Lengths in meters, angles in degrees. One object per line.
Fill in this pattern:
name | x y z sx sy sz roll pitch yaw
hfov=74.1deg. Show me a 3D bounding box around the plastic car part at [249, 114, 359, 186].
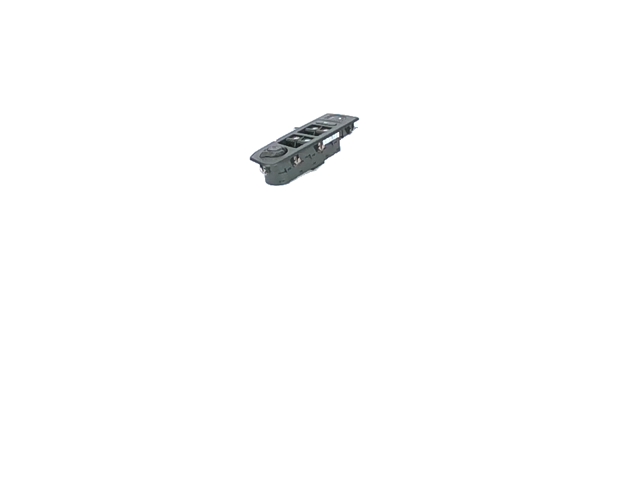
plastic car part | -0.024 -0.137 0.645 0.066 0.067 0.201 28 43 30
